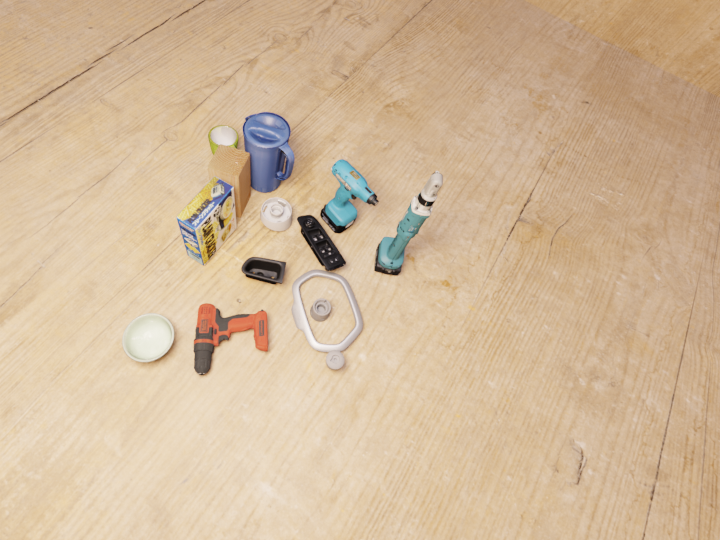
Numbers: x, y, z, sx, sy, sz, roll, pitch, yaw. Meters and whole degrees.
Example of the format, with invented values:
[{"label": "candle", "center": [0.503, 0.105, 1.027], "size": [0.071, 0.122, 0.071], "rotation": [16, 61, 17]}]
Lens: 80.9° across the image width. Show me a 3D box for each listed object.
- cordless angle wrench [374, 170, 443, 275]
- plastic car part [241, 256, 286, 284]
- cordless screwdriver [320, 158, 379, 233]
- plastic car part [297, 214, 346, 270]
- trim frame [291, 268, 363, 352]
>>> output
[{"label": "cordless angle wrench", "center": [0.124, -0.112, 1.102], "size": [0.074, 0.418, 0.100], "rotation": [12, 63, -8]}, {"label": "plastic car part", "center": [-0.271, 0.006, 1.178], "size": [0.116, 0.070, 0.067], "rotation": [11, 62, -4]}, {"label": "cordless screwdriver", "center": [-0.033, -0.191, 1.218], "size": [0.073, 0.246, 0.164], "rotation": [-36, 76, -26]}, {"label": "plastic car part", "center": [-0.122, -0.080, 1.248], "size": [0.065, 0.066, 0.210], "rotation": [-24, 69, -21]}, {"label": "trim frame", "center": [-0.097, 0.107, 1.174], "size": [0.180, 0.027, 0.257], "rotation": [-15, 65, -16]}]
